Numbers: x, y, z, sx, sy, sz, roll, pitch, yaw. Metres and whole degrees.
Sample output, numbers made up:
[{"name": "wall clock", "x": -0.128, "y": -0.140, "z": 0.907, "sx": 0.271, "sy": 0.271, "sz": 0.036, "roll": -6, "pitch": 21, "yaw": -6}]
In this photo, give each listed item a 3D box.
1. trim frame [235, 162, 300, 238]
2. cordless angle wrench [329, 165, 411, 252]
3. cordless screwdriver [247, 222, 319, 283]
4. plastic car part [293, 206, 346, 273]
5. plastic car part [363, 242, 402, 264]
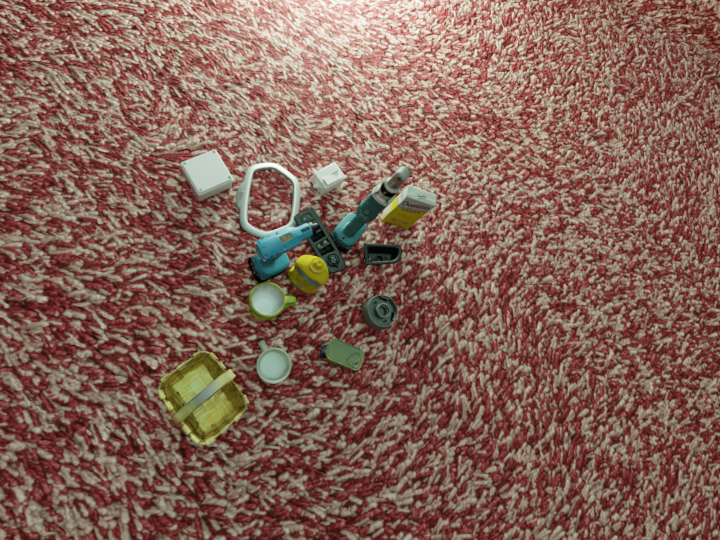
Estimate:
[{"name": "trim frame", "x": -0.269, "y": -0.207, "z": 1.237, "sx": 0.180, "sy": 0.028, "sz": 0.253, "roll": 7, "pitch": 70, "yaw": -13}, {"name": "cordless angle wrench", "x": 0.020, "y": -0.153, "z": 1.082, "sx": 0.074, "sy": 0.427, "sz": 0.097, "roll": 41, "pitch": 66, "yaw": -6}, {"name": "cordless screwdriver", "x": -0.202, "y": -0.049, "z": 1.081, "sx": 0.156, "sy": 0.251, "sz": 0.075, "roll": -27, "pitch": 86, "yaw": -24}, {"name": "plastic car part", "x": -0.119, "y": -0.078, "z": 1.213, "sx": 0.065, "sy": 0.067, "sz": 0.206, "roll": -31, "pitch": 83, "yaw": -24}, {"name": "plastic car part", "x": 0.057, "y": -0.040, "z": 1.247, "sx": 0.113, "sy": 0.071, "sz": 0.067, "roll": 0, "pitch": 74, "yaw": -17}]
